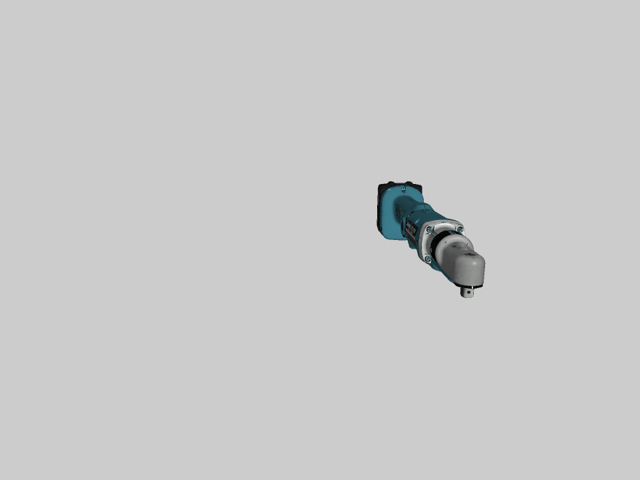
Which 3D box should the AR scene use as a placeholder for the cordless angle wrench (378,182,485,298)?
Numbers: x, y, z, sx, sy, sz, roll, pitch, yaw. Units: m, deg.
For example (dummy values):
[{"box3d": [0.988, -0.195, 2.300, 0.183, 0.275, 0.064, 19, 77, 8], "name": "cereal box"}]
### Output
[{"box3d": [0.138, -0.017, 0.578, 0.074, 0.098, 0.422, 0, 12, 1], "name": "cordless angle wrench"}]
